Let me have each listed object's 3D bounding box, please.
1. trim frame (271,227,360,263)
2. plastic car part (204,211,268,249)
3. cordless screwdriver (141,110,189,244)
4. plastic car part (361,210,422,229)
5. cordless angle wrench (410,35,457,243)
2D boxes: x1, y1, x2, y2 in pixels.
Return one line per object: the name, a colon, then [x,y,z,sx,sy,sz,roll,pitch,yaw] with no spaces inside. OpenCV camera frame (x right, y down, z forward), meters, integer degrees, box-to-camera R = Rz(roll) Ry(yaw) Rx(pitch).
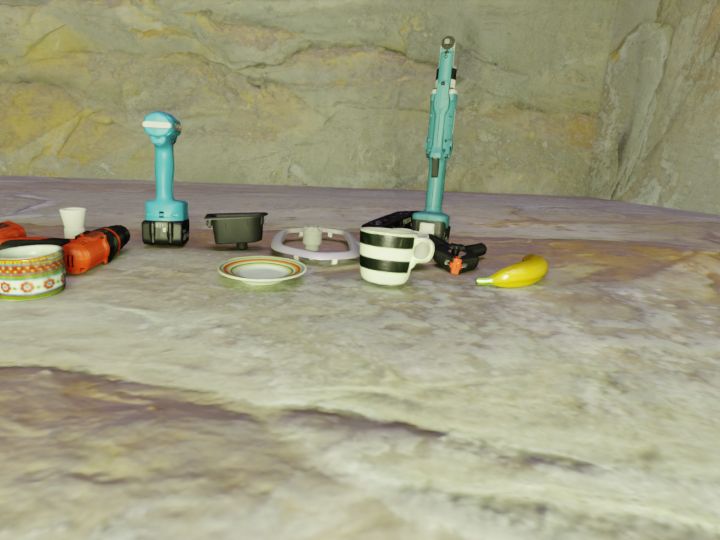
trim frame: [-0.081,-0.053,0.833,0.183,0.027,0.253,1,15,-5]
plastic car part: [-0.235,-0.076,0.808,0.114,0.070,0.068,0,14,-11]
cordless screwdriver: [-0.377,-0.178,0.829,0.073,0.246,0.164,1,13,-12]
plastic car part: [0.067,-0.095,0.937,0.069,0.066,0.196,11,17,30]
cordless angle wrench: [0.163,-0.257,0.879,0.077,0.418,0.096,8,13,20]
